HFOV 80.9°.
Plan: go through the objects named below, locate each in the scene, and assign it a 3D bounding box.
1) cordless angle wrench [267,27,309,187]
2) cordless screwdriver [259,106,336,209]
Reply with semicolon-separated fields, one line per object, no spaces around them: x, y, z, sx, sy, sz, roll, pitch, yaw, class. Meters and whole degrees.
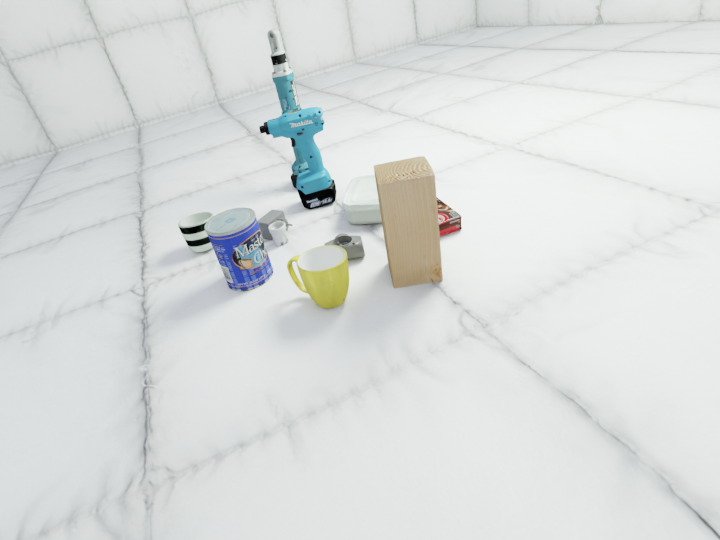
-0.187;-0.432;1.161;0.077;0.407;0.098;1;34;19;cordless angle wrench
-0.152;-0.279;1.077;0.160;0.239;0.077;-10;32;4;cordless screwdriver
